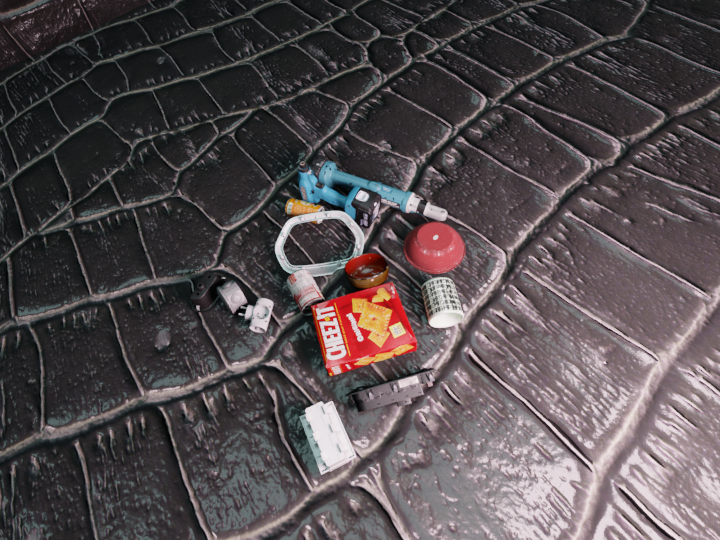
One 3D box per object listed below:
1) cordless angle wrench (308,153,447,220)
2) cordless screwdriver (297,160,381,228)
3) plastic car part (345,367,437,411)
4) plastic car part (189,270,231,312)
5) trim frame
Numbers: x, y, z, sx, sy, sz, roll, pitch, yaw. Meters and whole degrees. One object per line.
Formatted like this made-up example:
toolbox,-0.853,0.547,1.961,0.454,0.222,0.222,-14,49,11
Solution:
cordless angle wrench,0.043,-0.228,1.221,0.438,0.094,0.074,22,66,18
cordless screwdriver,-0.067,-0.220,1.193,0.258,0.153,0.074,23,64,19
plastic car part,0.068,0.263,0.920,0.203,0.065,0.068,-12,83,0
plastic car part,-0.412,0.050,1.130,0.068,0.068,0.117,18,59,19
trim frame,-0.114,-0.074,1.162,0.250,0.027,0.188,-7,74,3
